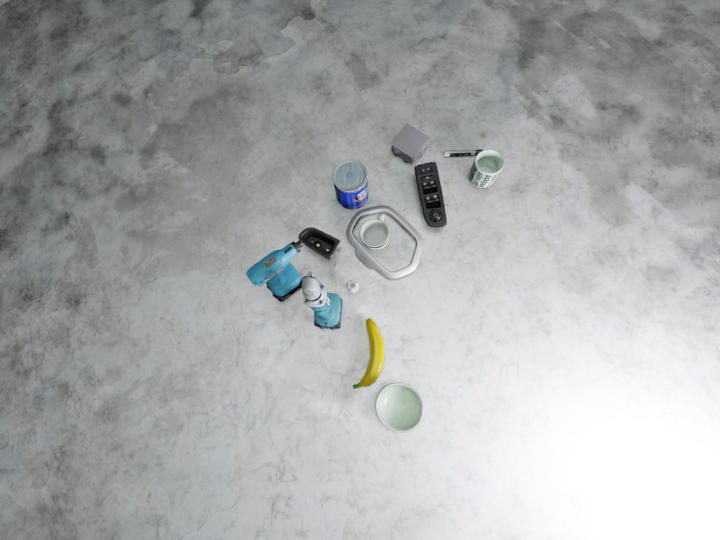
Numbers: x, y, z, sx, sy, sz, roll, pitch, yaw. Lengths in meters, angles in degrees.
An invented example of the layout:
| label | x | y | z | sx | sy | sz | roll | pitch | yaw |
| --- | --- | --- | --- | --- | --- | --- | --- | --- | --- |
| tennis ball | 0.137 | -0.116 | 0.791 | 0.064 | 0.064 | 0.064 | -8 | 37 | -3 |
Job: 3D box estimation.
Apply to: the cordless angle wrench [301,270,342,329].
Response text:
| label | x | y | z | sx | sy | sz | roll | pitch | yaw |
| --- | --- | --- | --- | --- | --- | --- | --- | --- | --- |
| cordless angle wrench | -0.097 | 0.076 | 1.031 | 0.075 | 0.413 | 0.099 | 4 | 76 | 3 |

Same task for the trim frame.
| label | x | y | z | sx | sy | sz | roll | pitch | yaw |
| --- | --- | --- | --- | --- | --- | --- | --- | --- | --- |
| trim frame | 0.071 | -0.089 | 1.261 | 0.183 | 0.027 | 0.256 | -42 | 73 | -6 |

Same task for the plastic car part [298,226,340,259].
| label | x | y | z | sx | sy | sz | roll | pitch | yaw |
| --- | --- | --- | --- | --- | --- | --- | --- | --- | --- |
| plastic car part | -0.123 | -0.081 | 1.261 | 0.120 | 0.069 | 0.066 | 29 | 79 | 13 |

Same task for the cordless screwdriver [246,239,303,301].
| label | x | y | z | sx | sy | sz | roll | pitch | yaw |
| --- | --- | --- | --- | --- | --- | --- | --- | --- | --- |
| cordless screwdriver | -0.208 | 0.000 | 1.157 | 0.158 | 0.243 | 0.076 | -37 | 77 | -6 |

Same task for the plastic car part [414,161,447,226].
| label | x | y | z | sx | sy | sz | roll | pitch | yaw |
| --- | --- | --- | --- | --- | --- | --- | --- | --- | --- |
| plastic car part | 0.208 | -0.218 | 1.262 | 0.067 | 0.065 | 0.207 | -9 | 73 | 2 |
